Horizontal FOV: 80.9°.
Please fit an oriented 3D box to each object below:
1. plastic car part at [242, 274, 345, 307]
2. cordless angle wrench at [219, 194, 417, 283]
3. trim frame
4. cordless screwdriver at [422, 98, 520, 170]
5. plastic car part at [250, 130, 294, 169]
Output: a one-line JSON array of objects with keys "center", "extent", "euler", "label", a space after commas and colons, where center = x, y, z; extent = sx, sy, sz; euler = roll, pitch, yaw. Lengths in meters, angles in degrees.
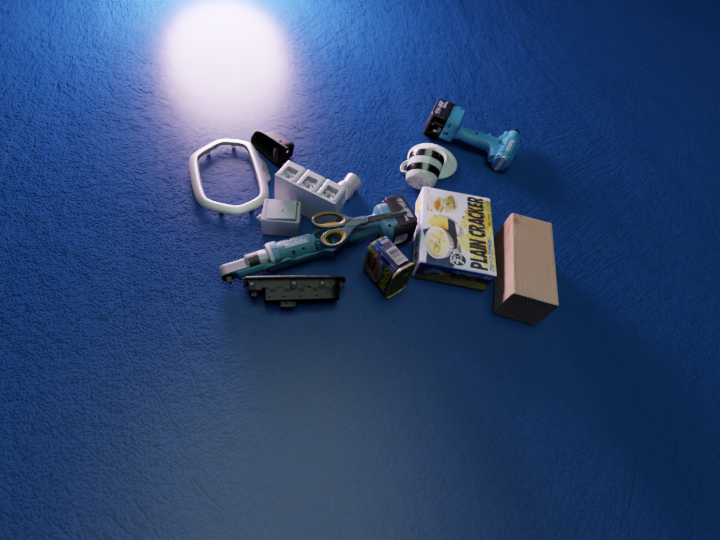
[{"center": [-0.124, 0.038, 0.822], "extent": [0.200, 0.065, 0.069], "euler": [-5, 68, -10], "label": "plastic car part"}, {"center": [-0.087, -0.057, 0.888], "extent": [0.415, 0.072, 0.102], "euler": [-18, 61, -15], "label": "cordless angle wrench"}, {"center": [-0.308, -0.226, 1.003], "extent": [0.181, 0.027, 0.259], "euler": [-14, 57, -14], "label": "trim frame"}, {"center": [0.307, -0.379, 1.144], "extent": [0.253, 0.073, 0.159], "euler": [30, 58, 9], "label": "cordless screwdriver"}, {"center": [-0.211, -0.315, 1.059], "extent": [0.121, 0.065, 0.069], "euler": [40, 45, 22], "label": "plastic car part"}]
